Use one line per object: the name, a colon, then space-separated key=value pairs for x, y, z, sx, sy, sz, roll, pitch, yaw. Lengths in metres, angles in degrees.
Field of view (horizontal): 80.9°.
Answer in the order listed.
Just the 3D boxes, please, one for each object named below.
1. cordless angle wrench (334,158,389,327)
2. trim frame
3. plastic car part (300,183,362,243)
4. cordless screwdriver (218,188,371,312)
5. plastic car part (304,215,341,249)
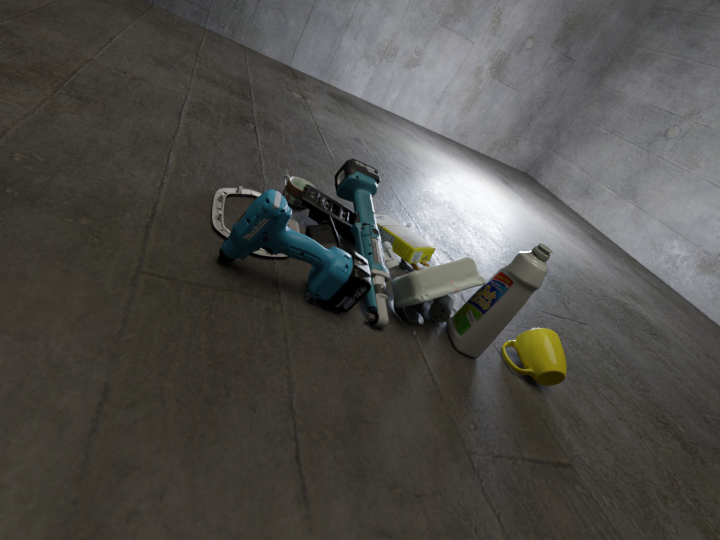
cordless angle wrench: x=0.013 y=-0.069 z=0.897 sx=0.093 sy=0.075 sz=0.438 roll=18 pitch=45 yaw=-29
trim frame: x=-0.215 y=-0.109 z=0.876 sx=0.177 sy=0.027 sz=0.259 roll=16 pitch=29 yaw=-23
plastic car part: x=-0.056 y=-0.118 z=0.985 sx=0.198 sy=0.067 sz=0.068 roll=26 pitch=32 yaw=-13
cordless screwdriver: x=-0.111 y=-0.014 z=0.729 sx=0.239 sy=0.161 sz=0.076 roll=36 pitch=28 yaw=-23
plastic car part: x=-0.086 y=-0.056 z=0.879 sx=0.069 sy=0.065 sz=0.122 roll=2 pitch=40 yaw=-17
